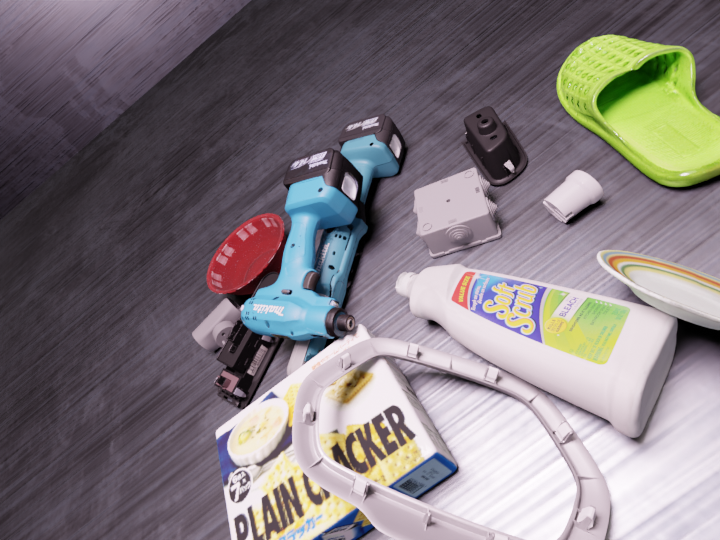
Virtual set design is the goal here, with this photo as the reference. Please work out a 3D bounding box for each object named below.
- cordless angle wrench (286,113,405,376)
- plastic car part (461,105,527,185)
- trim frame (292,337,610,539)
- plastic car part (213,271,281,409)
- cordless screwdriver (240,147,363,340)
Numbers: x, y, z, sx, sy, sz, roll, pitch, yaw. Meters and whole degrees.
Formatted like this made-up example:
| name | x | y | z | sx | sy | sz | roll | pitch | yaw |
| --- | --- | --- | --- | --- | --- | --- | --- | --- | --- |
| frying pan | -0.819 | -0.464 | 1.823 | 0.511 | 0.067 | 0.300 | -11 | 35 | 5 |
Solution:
| name | x | y | z | sx | sy | sz | roll | pitch | yaw |
| --- | --- | --- | --- | --- | --- | --- | --- | --- | --- |
| cordless angle wrench | -0.027 | -0.048 | 0.614 | 0.102 | 0.070 | 0.428 | -4 | 57 | 34 |
| plastic car part | 0.174 | -0.177 | 0.566 | 0.067 | 0.067 | 0.121 | -27 | 42 | 18 |
| trim frame | 0.065 | 0.133 | 0.346 | 0.256 | 0.027 | 0.184 | 15 | 39 | 14 |
| plastic car part | -0.150 | 0.083 | 0.605 | 0.070 | 0.063 | 0.203 | 2 | 55 | 46 |
| cordless screwdriver | -0.052 | -0.034 | 0.535 | 0.167 | 0.070 | 0.251 | -2 | 64 | 38 |
